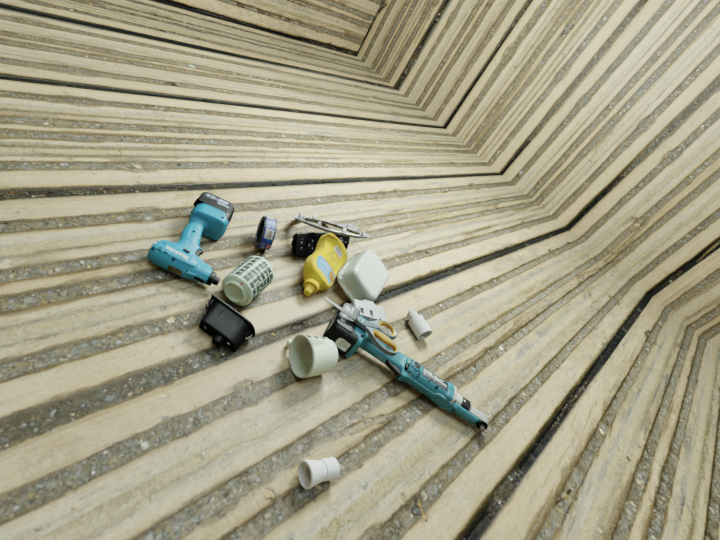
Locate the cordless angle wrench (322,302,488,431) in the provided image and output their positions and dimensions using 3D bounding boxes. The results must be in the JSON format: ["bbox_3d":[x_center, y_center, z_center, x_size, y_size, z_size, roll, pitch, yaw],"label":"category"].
[{"bbox_3d":[0.112,0.232,0.967,0.423,0.074,0.098,34,34,0],"label":"cordless angle wrench"}]

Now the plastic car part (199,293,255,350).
[{"bbox_3d":[-0.273,0.114,0.841,0.117,0.066,0.070,37,50,2],"label":"plastic car part"}]

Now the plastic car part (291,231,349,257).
[{"bbox_3d":[-0.116,-0.076,1.188,0.194,0.066,0.070,-6,7,-38],"label":"plastic car part"}]

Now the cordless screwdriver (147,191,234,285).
[{"bbox_3d":[-0.364,-0.073,0.990,0.157,0.074,0.253,26,39,-9],"label":"cordless screwdriver"}]

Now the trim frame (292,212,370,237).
[{"bbox_3d":[-0.085,-0.131,1.214,0.175,0.027,0.263,4,13,-45],"label":"trim frame"}]
